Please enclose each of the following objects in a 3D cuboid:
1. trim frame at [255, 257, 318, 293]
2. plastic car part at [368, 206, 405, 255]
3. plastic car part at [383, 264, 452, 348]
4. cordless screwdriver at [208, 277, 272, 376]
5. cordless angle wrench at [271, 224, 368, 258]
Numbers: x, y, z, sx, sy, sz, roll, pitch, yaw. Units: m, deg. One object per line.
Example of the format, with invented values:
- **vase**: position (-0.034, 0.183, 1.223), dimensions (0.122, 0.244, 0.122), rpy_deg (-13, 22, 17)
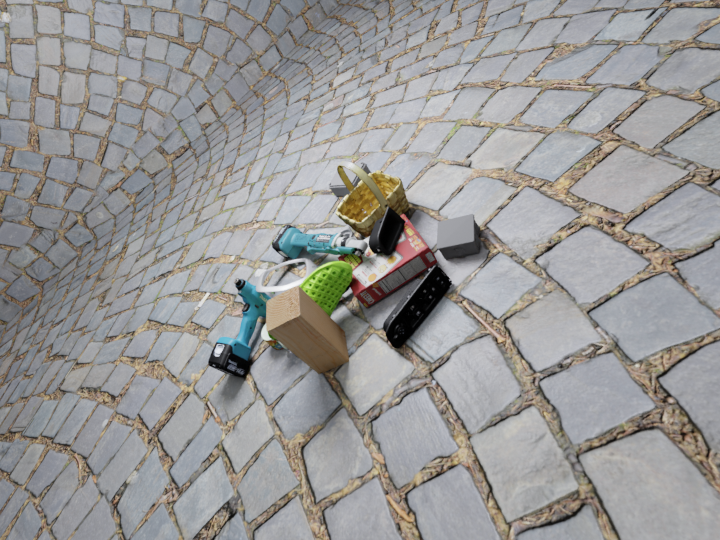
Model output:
- **trim frame**: position (-0.211, 0.014, 1.224), dimensions (0.184, 0.027, 0.254), rpy_deg (-17, 18, -1)
- **plastic car part**: position (0.054, -0.090, 1.057), dimensions (0.073, 0.063, 0.117), rpy_deg (-13, 46, 54)
- **plastic car part**: position (0.116, 0.079, 0.952), dimensions (0.202, 0.063, 0.070), rpy_deg (-53, 31, -14)
- **cordless screwdriver**: position (-0.336, 0.154, 1.168), dimensions (0.078, 0.150, 0.251), rpy_deg (-3, 54, 37)
- **cordless angle wrench**: position (-0.118, -0.077, 1.212), dimensions (0.444, 0.071, 0.098), rpy_deg (8, 61, 53)
